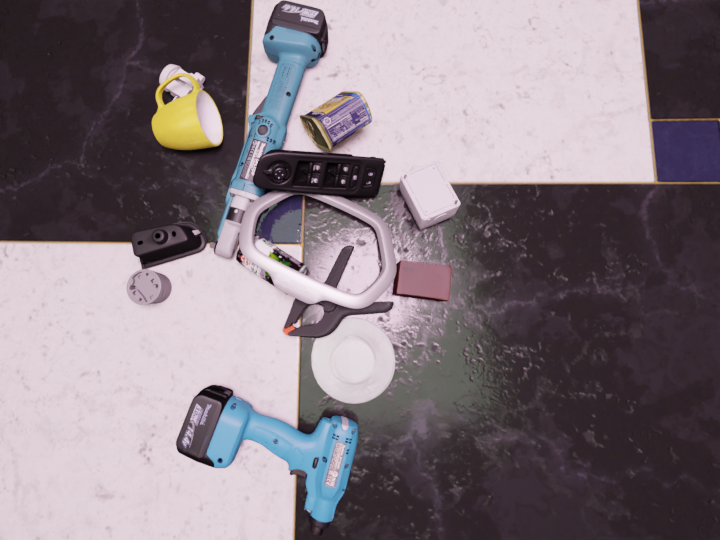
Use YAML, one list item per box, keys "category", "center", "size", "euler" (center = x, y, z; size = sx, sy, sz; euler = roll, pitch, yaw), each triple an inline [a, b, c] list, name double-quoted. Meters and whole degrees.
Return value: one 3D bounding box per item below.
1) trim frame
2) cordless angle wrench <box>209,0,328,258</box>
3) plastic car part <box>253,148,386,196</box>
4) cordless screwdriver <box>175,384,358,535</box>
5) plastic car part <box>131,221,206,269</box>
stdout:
- category: "trim frame"
  center: [-0.063, -0.041, 0.643]
  size: [0.250, 0.027, 0.185]
  euler: [24, 63, 2]
- category: "cordless angle wrench"
  center: [-0.155, -0.222, 0.691]
  size: [0.099, 0.073, 0.424]
  euler: [17, 85, 4]
- category: "plastic car part"
  center: [-0.067, -0.159, 0.655]
  size: [0.197, 0.065, 0.070]
  euler: [-4, 44, -21]
- category: "cordless screwdriver"
  center: [-0.139, 0.270, 0.614]
  size: [0.250, 0.074, 0.160]
  euler: [15, 83, 2]
- category: "plastic car part"
  center: [-0.315, -0.048, 0.675]
  size: [0.117, 0.070, 0.067]
  euler: [-14, 84, 4]
